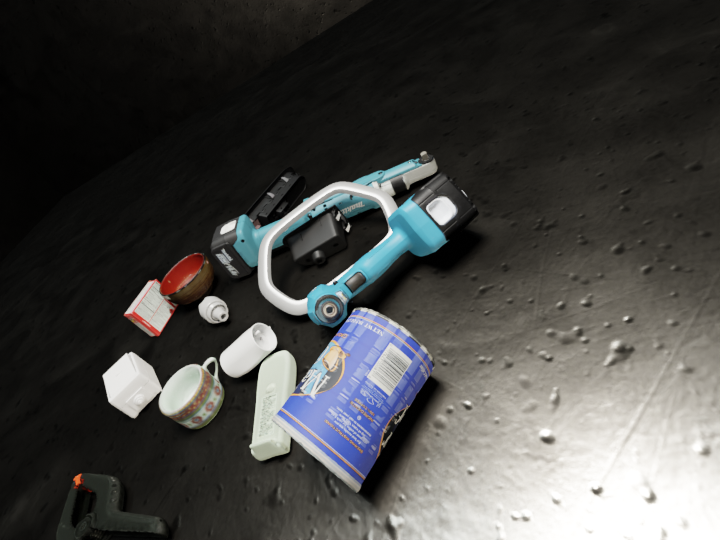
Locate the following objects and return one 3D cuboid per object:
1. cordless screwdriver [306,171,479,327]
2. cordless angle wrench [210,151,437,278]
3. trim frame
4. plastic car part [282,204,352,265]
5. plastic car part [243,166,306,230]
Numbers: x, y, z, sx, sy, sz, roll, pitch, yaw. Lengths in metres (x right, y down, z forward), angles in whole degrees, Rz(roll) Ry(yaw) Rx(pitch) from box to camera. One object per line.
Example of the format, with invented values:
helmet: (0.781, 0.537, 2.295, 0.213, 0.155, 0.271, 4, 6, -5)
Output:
cordless screwdriver: (0.033, -0.020, 0.531, 0.248, 0.074, 0.159, -40, 2, -5)
cordless angle wrench: (-0.068, -0.105, 0.759, 0.430, 0.093, 0.077, -21, 36, 14)
trim frame: (-0.052, -0.039, 0.653, 0.248, 0.026, 0.193, -38, 58, -3)
plastic car part: (-0.070, -0.046, 0.714, 0.118, 0.062, 0.074, -31, 49, 12)
plastic car part: (-0.179, -0.149, 0.913, 0.070, 0.063, 0.203, 5, 52, 31)
